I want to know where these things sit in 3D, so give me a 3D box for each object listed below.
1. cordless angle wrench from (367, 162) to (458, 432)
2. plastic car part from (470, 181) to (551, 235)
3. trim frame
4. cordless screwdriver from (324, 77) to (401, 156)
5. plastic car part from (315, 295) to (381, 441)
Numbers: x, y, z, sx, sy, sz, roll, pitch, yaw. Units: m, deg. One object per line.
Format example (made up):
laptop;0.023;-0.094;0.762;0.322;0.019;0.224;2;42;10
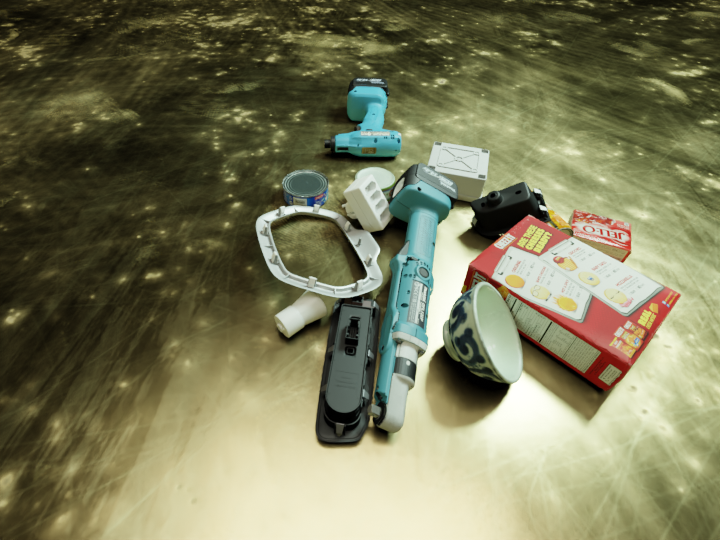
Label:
cordless angle wrench;0.072;0.013;0.595;0.096;0.075;0.430;26;49;-14
plastic car part;0.232;-0.104;0.682;0.120;0.067;0.068;-16;53;25
trim frame;-0.064;-0.042;0.655;0.178;0.027;0.261;-2;34;-22
cordless screwdriver;-0.002;-0.342;0.950;0.159;0.072;0.257;-1;49;-1
plastic car part;-0.010;0.106;0.521;0.066;0.065;0.207;10;49;-1
